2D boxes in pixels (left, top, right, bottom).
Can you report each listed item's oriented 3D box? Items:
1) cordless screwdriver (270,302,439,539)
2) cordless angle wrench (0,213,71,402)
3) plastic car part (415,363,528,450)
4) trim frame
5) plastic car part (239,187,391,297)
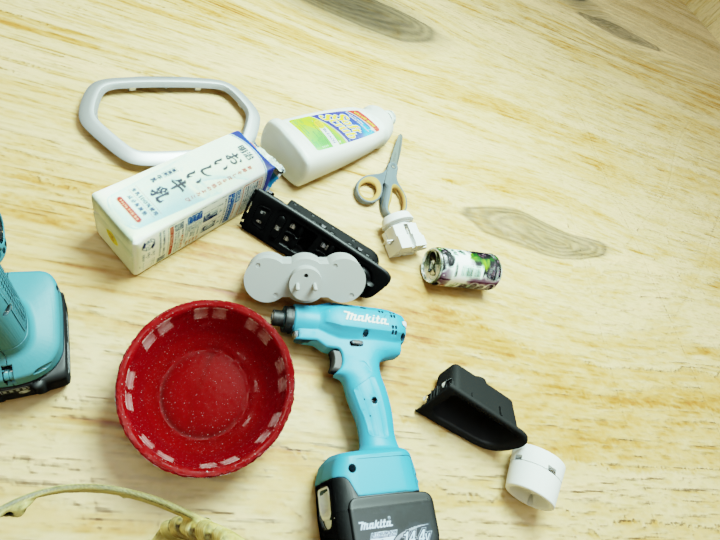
[{"bbox_3d":[-0.017,0.147,0.436,0.154,0.074,0.257,8,52,-18],"label":"cordless screwdriver"},{"bbox_3d":[-0.231,-0.021,0.233,0.072,0.424,0.101,-6,65,-30],"label":"cordless angle wrench"},{"bbox_3d":[0.134,0.156,0.504,0.115,0.066,0.072,30,38,-8],"label":"plastic car part"},{"bbox_3d":[-0.262,-0.221,0.605,0.240,0.027,0.190,-15,66,-28],"label":"trim frame"},{"bbox_3d":[-0.054,-0.035,0.551,0.204,0.066,0.067,34,26,2],"label":"plastic car part"}]
